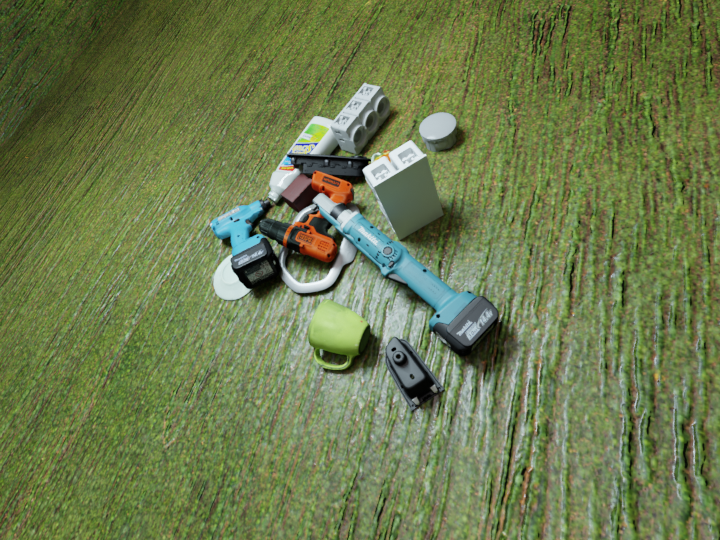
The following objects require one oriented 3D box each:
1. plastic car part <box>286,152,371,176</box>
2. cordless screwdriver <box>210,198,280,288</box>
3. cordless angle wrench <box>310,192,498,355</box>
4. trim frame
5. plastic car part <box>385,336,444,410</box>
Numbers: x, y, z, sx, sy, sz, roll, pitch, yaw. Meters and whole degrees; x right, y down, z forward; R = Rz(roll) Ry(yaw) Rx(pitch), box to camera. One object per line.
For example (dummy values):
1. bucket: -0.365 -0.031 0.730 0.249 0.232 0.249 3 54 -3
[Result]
1. plastic car part: -0.072 -0.249 1.005 0.205 0.066 0.067 1 91 6
2. cordless screwdriver: -0.253 -0.079 0.998 0.158 0.071 0.263 -31 45 -8
3. cordless angle wrench: 0.055 -0.024 0.790 0.098 0.071 0.444 -45 62 -6
4. trim frame: -0.093 -0.061 0.951 0.192 0.026 0.251 7 63 28
5. plastic car part: 0.076 0.162 0.714 0.066 0.067 0.122 -34 56 0
